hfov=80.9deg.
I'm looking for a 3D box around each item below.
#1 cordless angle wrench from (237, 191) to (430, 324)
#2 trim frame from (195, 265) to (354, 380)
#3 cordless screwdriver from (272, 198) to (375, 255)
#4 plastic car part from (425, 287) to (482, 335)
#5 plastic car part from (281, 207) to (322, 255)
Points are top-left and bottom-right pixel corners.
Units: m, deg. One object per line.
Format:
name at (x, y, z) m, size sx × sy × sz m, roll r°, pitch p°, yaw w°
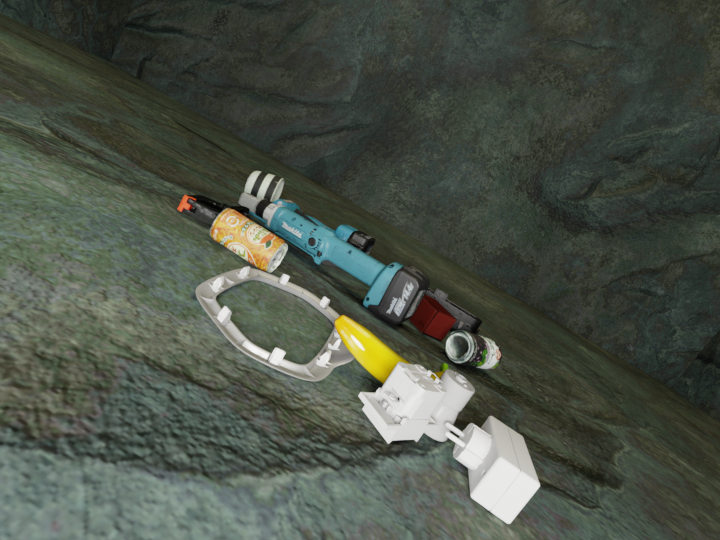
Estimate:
cordless angle wrench at (-0.078, -0.051, 0.799) m, size 0.442 × 0.097 × 0.071 m, roll 32°, pitch 14°, yaw 24°
trim frame at (-0.087, 0.051, 0.496) m, size 0.187 × 0.027 × 0.246 m, roll 32°, pitch 10°, yaw 5°
cordless screwdriver at (-0.090, -0.098, 1.004) m, size 0.253 × 0.074 × 0.157 m, roll 28°, pitch 11°, yaw 8°
plastic car part at (0.178, 0.083, 0.921) m, size 0.208 × 0.067 × 0.064 m, roll 35°, pitch 5°, yaw 13°
plastic car part at (-0.102, -0.065, 0.884) m, size 0.120 × 0.066 × 0.069 m, roll 37°, pitch -2°, yaw 15°
